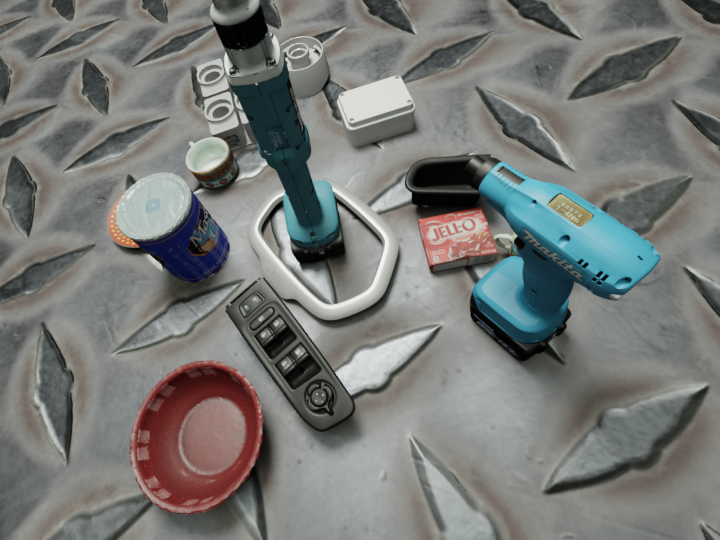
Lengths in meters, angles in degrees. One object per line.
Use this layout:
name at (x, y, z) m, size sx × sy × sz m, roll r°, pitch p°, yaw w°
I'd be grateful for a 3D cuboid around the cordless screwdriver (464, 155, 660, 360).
cordless screwdriver at (0.162, -0.005, 0.434) m, size 0.074 × 0.239 × 0.166 m, roll -39°, pitch 66°, yaw -12°

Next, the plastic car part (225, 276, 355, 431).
plastic car part at (-0.086, 0.107, 0.525) m, size 0.066 × 0.064 × 0.212 m, roll -38°, pitch 63°, yaw -10°

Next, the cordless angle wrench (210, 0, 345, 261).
cordless angle wrench at (-0.082, -0.138, 0.453) m, size 0.075 × 0.407 × 0.101 m, roll -10°, pitch 64°, yaw 1°

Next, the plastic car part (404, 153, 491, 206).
plastic car part at (0.121, -0.117, 0.596) m, size 0.118 × 0.068 × 0.067 m, roll -1°, pitch 64°, yaw 9°

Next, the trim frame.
trim frame at (-0.060, -0.039, 0.615) m, size 0.183 × 0.026 × 0.260 m, roll -41°, pitch 64°, yaw -11°
